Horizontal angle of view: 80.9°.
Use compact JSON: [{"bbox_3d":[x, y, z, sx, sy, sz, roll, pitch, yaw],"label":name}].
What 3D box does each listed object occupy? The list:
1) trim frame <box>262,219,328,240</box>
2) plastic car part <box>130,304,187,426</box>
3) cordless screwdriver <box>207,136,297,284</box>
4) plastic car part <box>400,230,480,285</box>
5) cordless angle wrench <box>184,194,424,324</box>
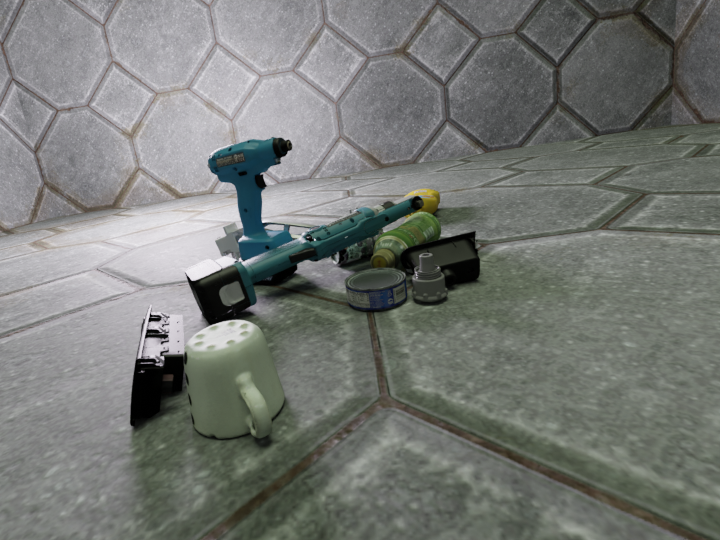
[{"bbox_3d":[-0.131,-0.076,0.885,0.179,0.028,0.254,9,-5,-18],"label":"trim frame"},{"bbox_3d":[-0.225,0.088,0.481,0.065,0.065,0.212,-5,14,-26],"label":"plastic car part"},{"bbox_3d":[-0.166,-0.103,0.736,0.165,0.244,0.073,-6,13,27],"label":"cordless screwdriver"},{"bbox_3d":[0.125,-0.006,0.618,0.116,0.064,0.074,-13,31,-4],"label":"plastic car part"},{"bbox_3d":[-0.068,-0.044,0.695,0.414,0.072,0.103,-26,23,-22],"label":"cordless angle wrench"}]
